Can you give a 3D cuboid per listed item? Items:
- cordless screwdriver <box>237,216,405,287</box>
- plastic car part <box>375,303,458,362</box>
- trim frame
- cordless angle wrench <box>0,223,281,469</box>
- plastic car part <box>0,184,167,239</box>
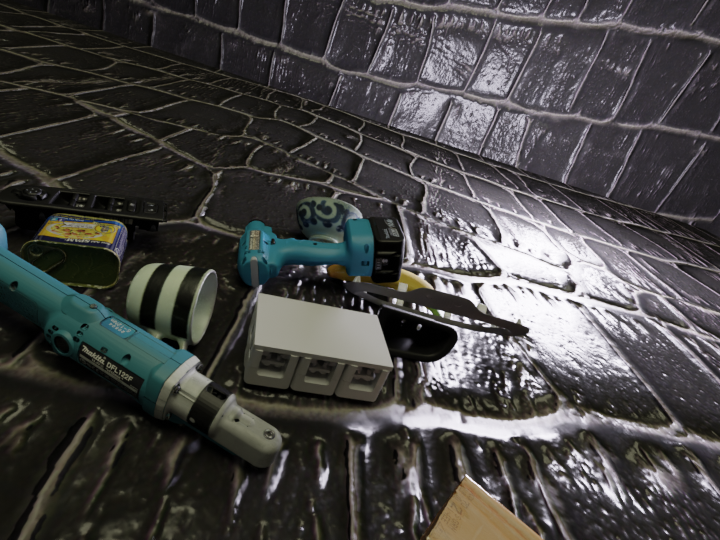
[{"bbox_3d":[-0.065,-0.043,0.665,0.246,0.072,0.165,-3,32,-7],"label":"cordless screwdriver"},{"bbox_3d":[0.064,0.080,0.584,0.113,0.065,0.073,14,13,-16],"label":"plastic car part"},{"bbox_3d":[0.097,0.049,0.574,0.253,0.028,0.180,17,-9,7],"label":"trim frame"},{"bbox_3d":[-0.259,0.057,0.396,0.431,0.097,0.073,27,24,10],"label":"cordless angle wrench"},{"bbox_3d":[-0.377,-0.078,0.584,0.195,0.066,0.069,9,36,-26],"label":"plastic car part"}]
